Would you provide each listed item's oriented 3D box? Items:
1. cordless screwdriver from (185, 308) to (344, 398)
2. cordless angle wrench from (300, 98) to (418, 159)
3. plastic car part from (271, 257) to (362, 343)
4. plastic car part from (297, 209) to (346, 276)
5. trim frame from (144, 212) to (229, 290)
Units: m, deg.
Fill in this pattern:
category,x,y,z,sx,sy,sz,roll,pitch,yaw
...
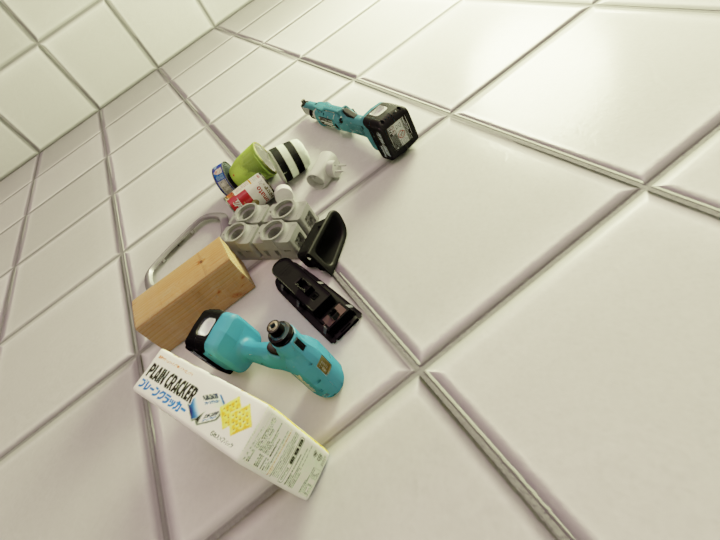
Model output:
category,x,y,z,sx,sy,sz,roll,pitch,yaw
cordless screwdriver,-0.156,0.106,0.609,0.261,0.151,0.075,4,54,36
cordless angle wrench,-0.036,-0.357,0.994,0.074,0.093,0.447,-41,40,-9
plastic car part,-0.091,0.035,0.701,0.066,0.063,0.215,-49,43,-6
plastic car part,-0.075,-0.049,0.769,0.073,0.063,0.118,-16,41,38
trim frame,-0.396,-0.042,0.972,0.195,0.026,0.248,23,69,41
